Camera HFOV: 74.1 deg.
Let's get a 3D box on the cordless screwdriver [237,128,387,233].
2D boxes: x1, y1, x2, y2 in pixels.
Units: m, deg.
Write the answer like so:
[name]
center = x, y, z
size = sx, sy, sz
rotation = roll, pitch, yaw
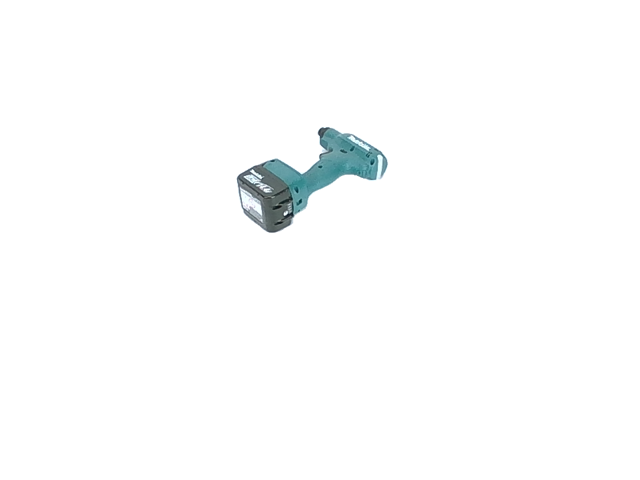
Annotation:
[cordless screwdriver]
center = -0.026, -0.120, 0.722
size = 0.247, 0.074, 0.160
rotation = -29, 51, -26
